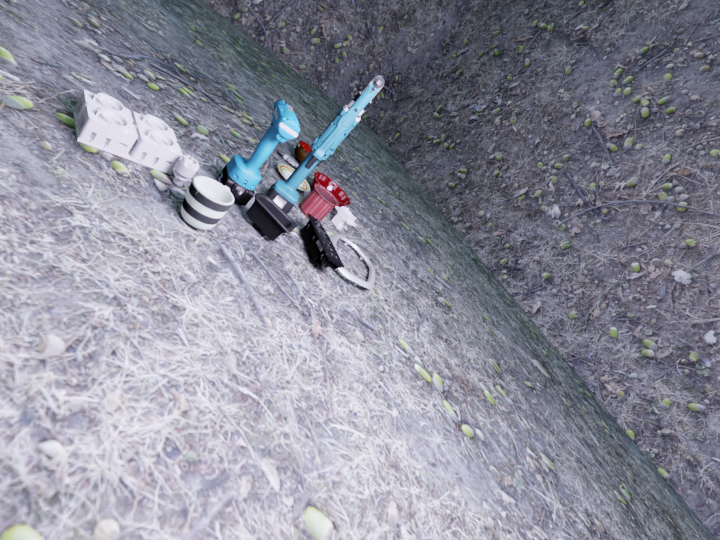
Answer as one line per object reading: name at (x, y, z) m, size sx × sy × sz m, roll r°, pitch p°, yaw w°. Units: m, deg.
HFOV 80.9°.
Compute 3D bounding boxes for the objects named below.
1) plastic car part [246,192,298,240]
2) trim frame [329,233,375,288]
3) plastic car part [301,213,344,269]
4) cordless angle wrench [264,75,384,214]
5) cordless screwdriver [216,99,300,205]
plastic car part at (-0.212, -0.115, 0.965) m, size 0.116 × 0.071 × 0.066 m, roll 43°, pitch 22°, yaw -3°
trim frame at (-0.030, -0.031, 1.191) m, size 0.182 × 0.028 × 0.250 m, roll 40°, pitch 21°, yaw -9°
plastic car part at (-0.105, -0.069, 1.074) m, size 0.063 × 0.067 × 0.213 m, roll 27°, pitch 26°, yaw -37°
cordless angle wrench at (-0.092, -0.303, 1.042) m, size 0.072 × 0.426 × 0.100 m, roll 39°, pitch 23°, yaw -17°
cordless screwdriver at (-0.238, -0.282, 0.986) m, size 0.070 × 0.251 × 0.166 m, roll 29°, pitch 27°, yaw -35°
